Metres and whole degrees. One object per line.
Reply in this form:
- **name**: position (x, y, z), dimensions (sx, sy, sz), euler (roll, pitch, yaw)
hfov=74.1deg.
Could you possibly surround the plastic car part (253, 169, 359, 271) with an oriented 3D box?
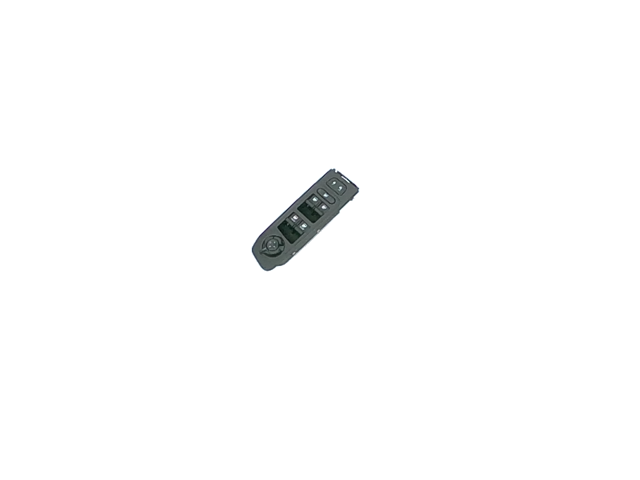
- **plastic car part**: position (-0.028, -0.028, 0.712), dimensions (0.202, 0.066, 0.067), euler (-42, -14, -13)
